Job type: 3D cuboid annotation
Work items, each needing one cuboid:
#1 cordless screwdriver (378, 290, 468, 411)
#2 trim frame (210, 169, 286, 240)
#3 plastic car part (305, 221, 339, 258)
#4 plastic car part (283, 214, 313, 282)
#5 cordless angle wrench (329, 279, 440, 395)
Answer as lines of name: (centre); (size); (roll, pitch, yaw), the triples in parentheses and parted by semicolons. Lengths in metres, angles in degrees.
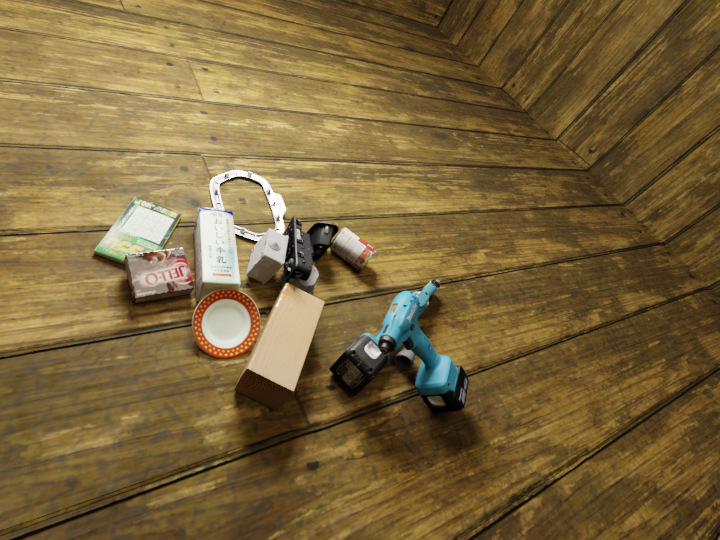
cordless screwdriver: (0.119, 0.180, 0.837); (0.242, 0.077, 0.158); (58, 38, -15)
trim frame: (-0.281, -0.171, 1.067); (0.176, 0.027, 0.260); (-2, 50, -31)
plastic car part: (-0.099, -0.065, 1.013); (0.064, 0.118, 0.072); (19, 68, -17)
plastic car part: (-0.137, -0.039, 0.922); (0.065, 0.066, 0.210); (28, 25, -22)
cordless angle wrench: (0.086, 0.118, 0.958); (0.076, 0.098, 0.413); (43, 39, 9)
